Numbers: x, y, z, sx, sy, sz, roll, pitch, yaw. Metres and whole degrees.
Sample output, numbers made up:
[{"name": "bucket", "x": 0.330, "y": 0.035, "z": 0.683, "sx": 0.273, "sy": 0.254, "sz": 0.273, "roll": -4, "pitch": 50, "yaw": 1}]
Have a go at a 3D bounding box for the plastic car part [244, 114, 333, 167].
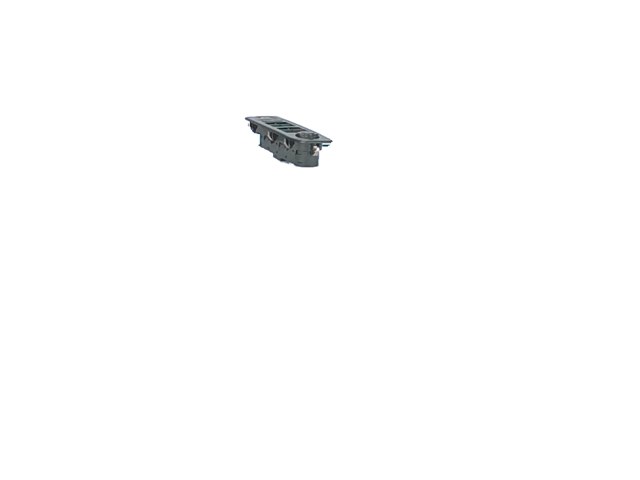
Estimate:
[{"name": "plastic car part", "x": -0.056, "y": -0.161, "z": 0.682, "sx": 0.066, "sy": 0.067, "sz": 0.204, "roll": -3, "pitch": 21, "yaw": -34}]
